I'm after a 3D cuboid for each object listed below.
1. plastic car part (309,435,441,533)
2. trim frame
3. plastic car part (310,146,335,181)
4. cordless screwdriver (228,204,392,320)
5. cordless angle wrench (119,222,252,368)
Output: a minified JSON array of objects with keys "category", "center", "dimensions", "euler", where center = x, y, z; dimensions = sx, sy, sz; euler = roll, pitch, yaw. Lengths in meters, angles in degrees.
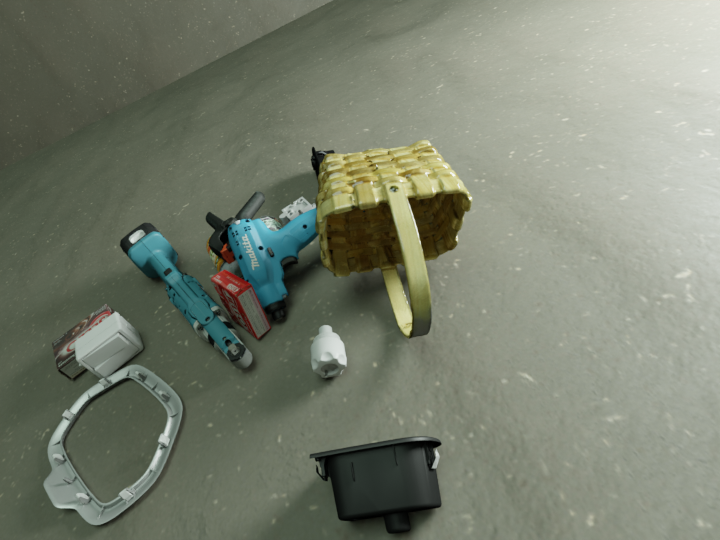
[{"category":"plastic car part","center":[0.020,0.196,0.383],"dimensions":[0.119,0.063,0.073],"euler":[-13,57,13]},{"category":"trim frame","center":[-0.344,0.224,0.580],"dimensions":[0.262,0.026,0.183],"euler":[16,58,38]},{"category":"plastic car part","center":[-0.058,-0.188,0.818],"dimensions":[0.067,0.063,0.213],"euler":[-20,40,-6]},{"category":"cordless screwdriver","center":[-0.063,-0.041,0.642],"dimensions":[0.247,0.073,0.163],"euler":[-25,77,-5]},{"category":"cordless angle wrench","center":[-0.294,0.036,0.710],"dimensions":[0.074,0.093,0.448],"euler":[-42,46,-18]}]
